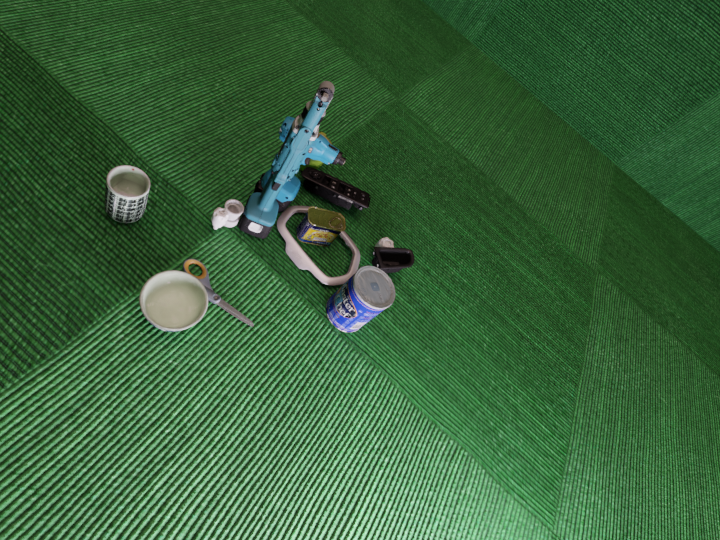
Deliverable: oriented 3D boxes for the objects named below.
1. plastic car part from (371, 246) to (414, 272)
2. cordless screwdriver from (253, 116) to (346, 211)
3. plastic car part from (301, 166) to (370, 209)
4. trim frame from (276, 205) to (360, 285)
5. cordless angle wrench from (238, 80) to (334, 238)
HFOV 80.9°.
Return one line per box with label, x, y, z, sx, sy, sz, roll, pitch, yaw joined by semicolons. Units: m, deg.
plastic car part;0.078;-0.019;1.103;0.112;0.071;0.068;1;60;-30
cordless screwdriver;-0.151;-0.233;1.005;0.156;0.251;0.075;32;49;-10
plastic car part;-0.074;-0.220;1.162;0.199;0.067;0.067;27;50;-11
trim frame;-0.104;-0.068;1.065;0.253;0.028;0.180;49;49;9
cordless angle wrench;-0.155;-0.217;0.874;0.072;0.427;0.100;23;52;-20
